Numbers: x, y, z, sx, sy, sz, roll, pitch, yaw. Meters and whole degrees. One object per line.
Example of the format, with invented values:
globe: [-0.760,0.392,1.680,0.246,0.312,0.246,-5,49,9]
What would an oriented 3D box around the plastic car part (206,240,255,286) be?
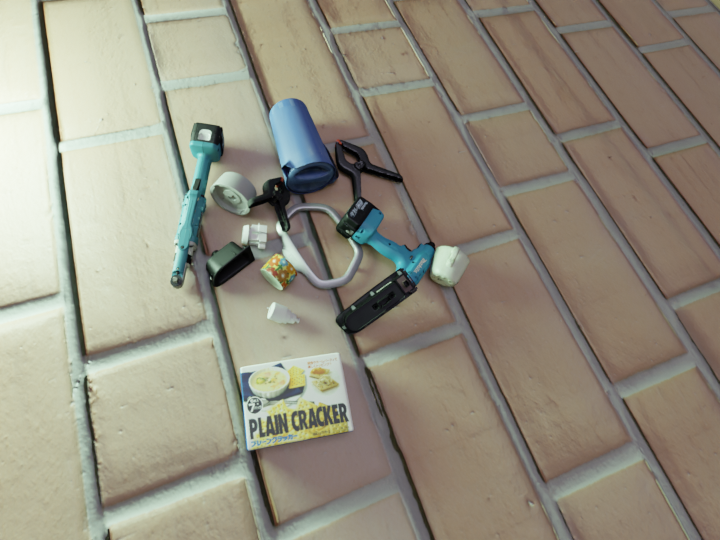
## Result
plastic car part: [-0.317,-0.025,0.995,0.115,0.064,0.074,-38,63,-19]

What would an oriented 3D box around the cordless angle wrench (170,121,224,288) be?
cordless angle wrench: [-0.405,-0.161,1.030,0.073,0.097,0.431,7,69,-9]

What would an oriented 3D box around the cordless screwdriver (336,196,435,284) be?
cordless screwdriver: [0.072,-0.083,1.061,0.250,0.075,0.158,41,56,1]

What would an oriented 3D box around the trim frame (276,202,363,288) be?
trim frame: [-0.104,-0.068,1.060,0.181,0.027,0.255,-30,75,-21]

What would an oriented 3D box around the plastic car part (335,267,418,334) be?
plastic car part: [0.038,0.080,0.967,0.203,0.068,0.065,-35,99,3]
